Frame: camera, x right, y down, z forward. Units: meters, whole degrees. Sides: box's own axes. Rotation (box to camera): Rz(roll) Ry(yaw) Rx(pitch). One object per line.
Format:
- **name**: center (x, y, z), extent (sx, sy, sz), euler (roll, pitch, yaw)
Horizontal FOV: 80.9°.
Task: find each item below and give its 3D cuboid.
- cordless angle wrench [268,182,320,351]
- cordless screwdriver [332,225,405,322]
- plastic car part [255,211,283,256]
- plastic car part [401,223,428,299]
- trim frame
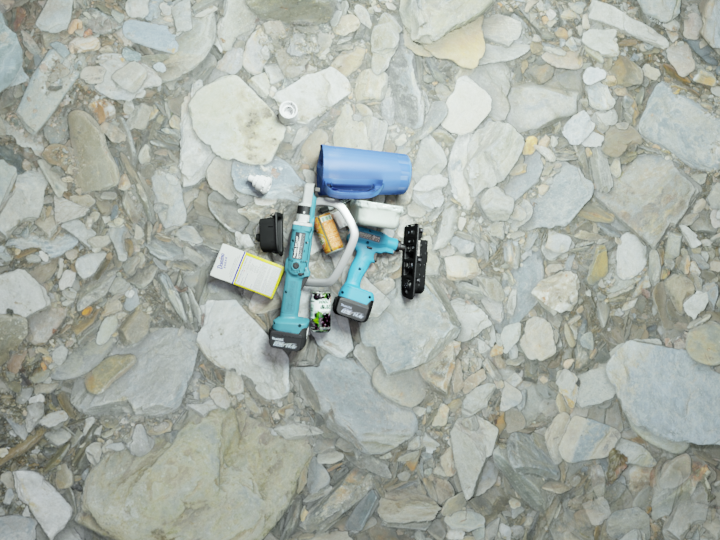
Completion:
- **cordless angle wrench**: center (-0.160, -0.013, 1.080), extent (0.099, 0.074, 0.421), euler (9, 93, 2)
- **cordless screwdriver**: center (0.020, 0.014, 1.128), extent (0.158, 0.074, 0.250), euler (14, 81, -4)
- **plastic car part**: center (-0.244, -0.096, 1.128), extent (0.072, 0.065, 0.116), euler (1, 89, 9)
- **plastic car part**: center (0.148, -0.022, 1.149), extent (0.064, 0.069, 0.204), euler (11, 83, -32)
- **trim frame**: center (-0.108, -0.071, 1.103), extent (0.190, 0.027, 0.247), euler (31, 107, 17)
